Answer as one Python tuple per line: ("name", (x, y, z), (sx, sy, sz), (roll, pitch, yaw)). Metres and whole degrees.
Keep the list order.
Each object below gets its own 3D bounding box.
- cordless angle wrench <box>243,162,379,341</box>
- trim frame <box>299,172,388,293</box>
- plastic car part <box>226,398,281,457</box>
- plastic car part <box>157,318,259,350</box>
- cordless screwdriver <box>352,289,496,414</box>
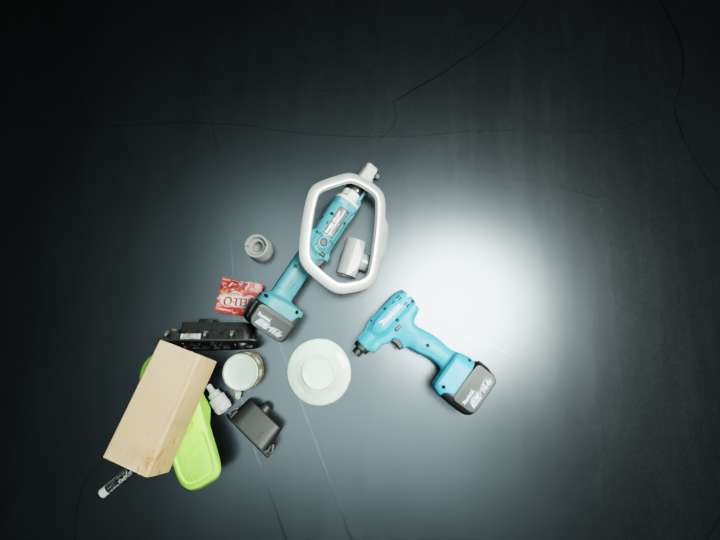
("cordless angle wrench", (-0.086, -0.056, 0.878), (0.094, 0.077, 0.423), (37, 77, -20))
("trim frame", (-0.029, -0.077, 0.847), (0.181, 0.028, 0.251), (8, 76, -11))
("plastic car part", (-0.200, 0.298, 0.827), (0.120, 0.065, 0.070), (41, 69, 14))
("plastic car part", (-0.303, 0.134, 0.870), (0.205, 0.064, 0.069), (3, 54, 6))
("cordless screwdriver", (0.116, 0.173, 0.815), (0.256, 0.072, 0.159), (42, 85, 15))
